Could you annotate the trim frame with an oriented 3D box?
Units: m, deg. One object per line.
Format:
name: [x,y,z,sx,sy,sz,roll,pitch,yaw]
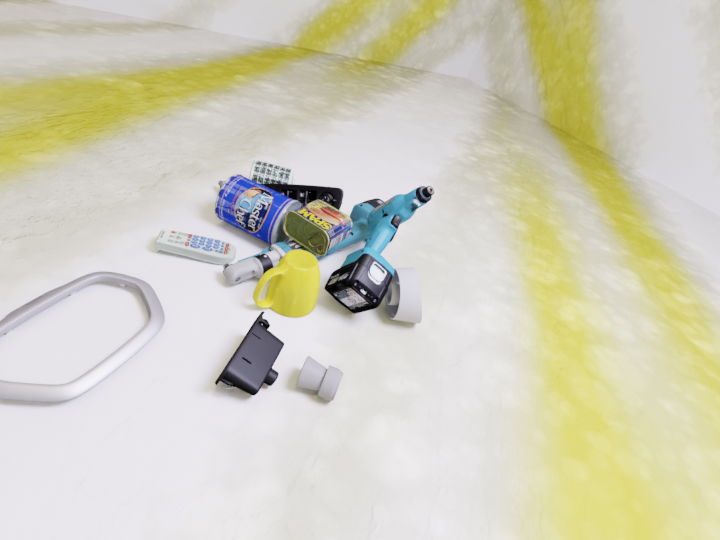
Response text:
trim frame: [-0.387,0.079,0.576,0.188,0.027,0.247,24,38,10]

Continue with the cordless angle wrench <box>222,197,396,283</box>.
cordless angle wrench: [-0.082,-0.054,0.844,0.409,0.073,0.103,-25,53,-40]

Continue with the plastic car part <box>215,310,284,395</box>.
plastic car part: [-0.145,0.127,0.584,0.070,0.066,0.118,30,37,-8]

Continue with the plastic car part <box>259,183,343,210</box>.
plastic car part: [-0.127,-0.148,0.918,0.211,0.067,0.064,5,-8,25]

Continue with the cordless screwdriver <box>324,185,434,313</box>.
cordless screwdriver: [0.042,-0.049,0.756,0.072,0.163,0.250,41,52,-18]
